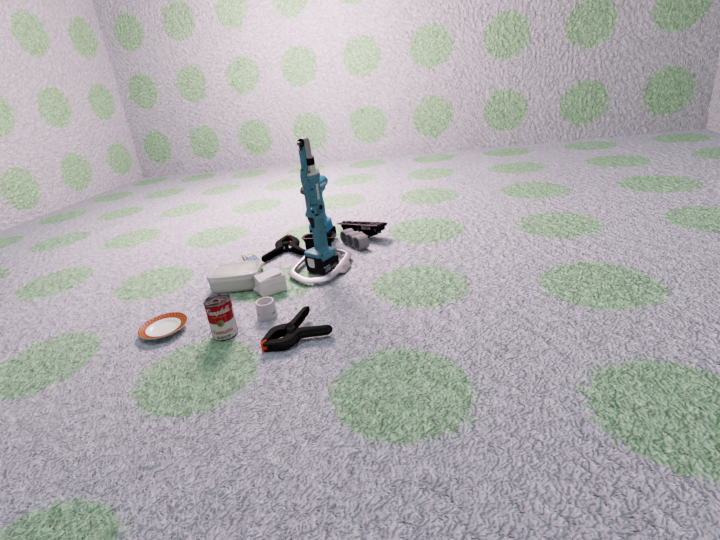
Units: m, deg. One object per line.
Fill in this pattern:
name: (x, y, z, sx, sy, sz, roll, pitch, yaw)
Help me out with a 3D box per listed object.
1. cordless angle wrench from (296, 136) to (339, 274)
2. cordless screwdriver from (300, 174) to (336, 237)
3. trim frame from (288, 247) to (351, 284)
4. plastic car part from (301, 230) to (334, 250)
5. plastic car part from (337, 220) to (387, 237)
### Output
cordless angle wrench: (-0.142, -0.194, 1.298, 0.078, 0.412, 0.095, 13, 28, 40)
cordless screwdriver: (-0.161, -0.215, 1.552, 0.077, 0.242, 0.157, 4, 25, 24)
trim frame: (-0.126, -0.017, 1.371, 0.191, 0.027, 0.246, 2, 26, 21)
plastic car part: (-0.146, -0.096, 1.497, 0.117, 0.069, 0.067, -6, 23, 4)
plastic car part: (0.003, -0.158, 1.589, 0.214, 0.065, 0.064, 13, 30, 38)
